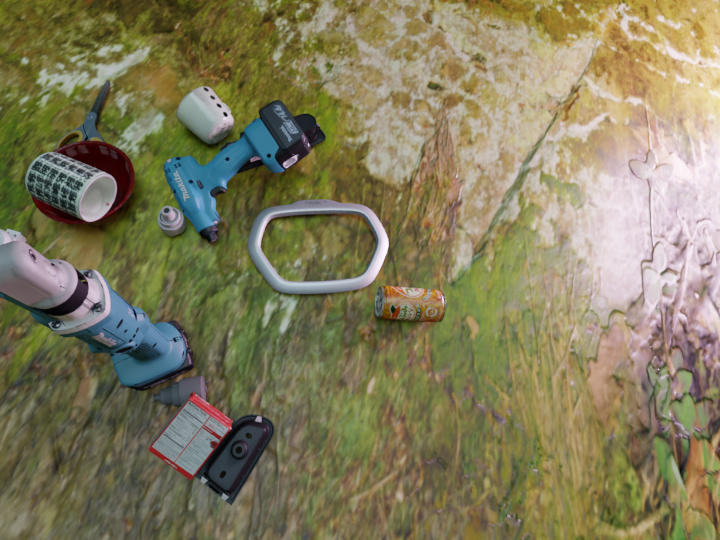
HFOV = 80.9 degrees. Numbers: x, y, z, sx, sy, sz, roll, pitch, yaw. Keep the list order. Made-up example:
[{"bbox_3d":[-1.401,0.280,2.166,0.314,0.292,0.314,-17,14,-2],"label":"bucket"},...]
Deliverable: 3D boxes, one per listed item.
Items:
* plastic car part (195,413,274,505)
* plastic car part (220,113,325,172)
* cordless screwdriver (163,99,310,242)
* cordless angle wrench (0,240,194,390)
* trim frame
[{"bbox_3d":[-0.169,0.251,0.579,0.067,0.070,0.116,34,70,4],"label":"plastic car part"},{"bbox_3d":[-0.163,-0.253,0.805,0.199,0.066,0.069,-21,66,-18],"label":"plastic car part"},{"bbox_3d":[-0.201,-0.167,0.723,0.250,0.073,0.161,-29,84,5],"label":"cordless screwdriver"},{"bbox_3d":[-0.265,0.063,0.456,0.096,0.419,0.076,-23,76,-19],"label":"cordless angle wrench"},{"bbox_3d":[-0.073,-0.048,0.743,0.246,0.027,0.189,-5,68,-6],"label":"trim frame"}]
